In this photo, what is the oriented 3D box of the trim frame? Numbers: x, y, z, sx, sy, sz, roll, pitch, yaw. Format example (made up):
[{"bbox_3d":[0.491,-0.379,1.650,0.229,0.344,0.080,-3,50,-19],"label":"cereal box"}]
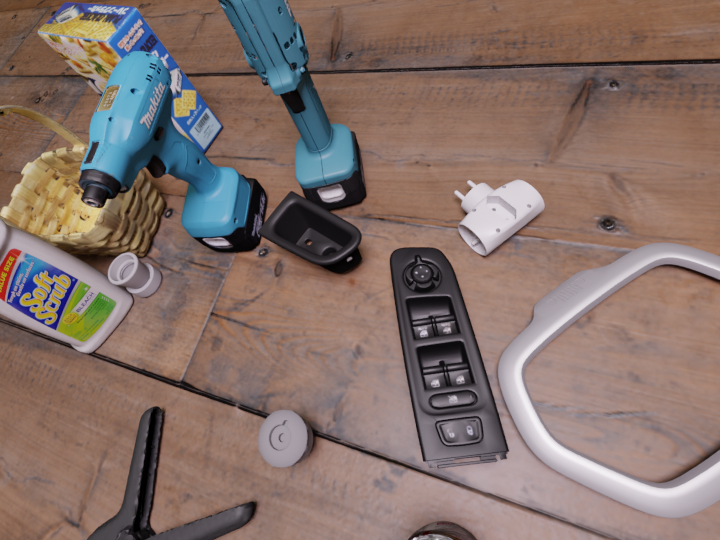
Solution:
[{"bbox_3d":[0.242,0.077,0.357,0.248,0.026,0.193,-38,59,-2],"label":"trim frame"}]

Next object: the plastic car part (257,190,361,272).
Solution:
[{"bbox_3d":[-0.048,-0.031,0.486,0.122,0.067,0.066,30,77,28],"label":"plastic car part"}]

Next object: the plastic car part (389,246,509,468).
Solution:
[{"bbox_3d":[0.074,0.069,0.397,0.067,0.064,0.209,-14,61,10],"label":"plastic car part"}]

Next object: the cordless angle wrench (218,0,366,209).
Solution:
[{"bbox_3d":[-0.077,-0.201,0.385,0.075,0.403,0.101,-11,63,10],"label":"cordless angle wrench"}]

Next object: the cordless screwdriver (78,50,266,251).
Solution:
[{"bbox_3d":[-0.193,-0.089,0.466,0.076,0.237,0.162,-2,65,15],"label":"cordless screwdriver"}]
